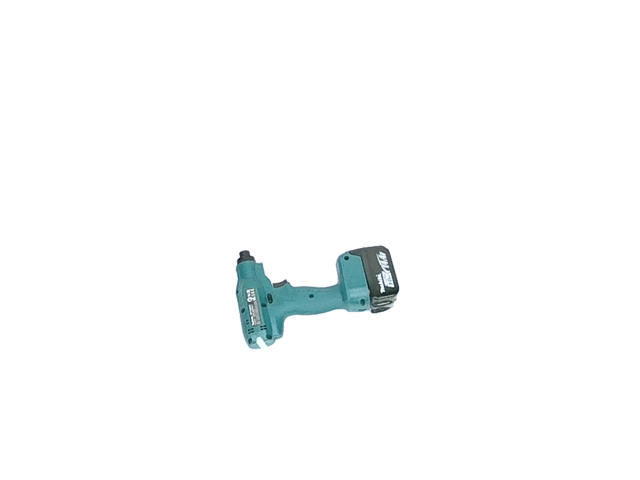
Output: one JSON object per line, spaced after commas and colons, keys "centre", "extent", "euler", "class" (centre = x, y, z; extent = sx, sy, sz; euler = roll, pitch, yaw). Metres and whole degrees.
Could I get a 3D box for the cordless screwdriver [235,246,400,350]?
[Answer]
{"centre": [-0.010, 0.066, 0.669], "extent": [0.249, 0.159, 0.074], "euler": [-14, -27, -4], "class": "cordless screwdriver"}
